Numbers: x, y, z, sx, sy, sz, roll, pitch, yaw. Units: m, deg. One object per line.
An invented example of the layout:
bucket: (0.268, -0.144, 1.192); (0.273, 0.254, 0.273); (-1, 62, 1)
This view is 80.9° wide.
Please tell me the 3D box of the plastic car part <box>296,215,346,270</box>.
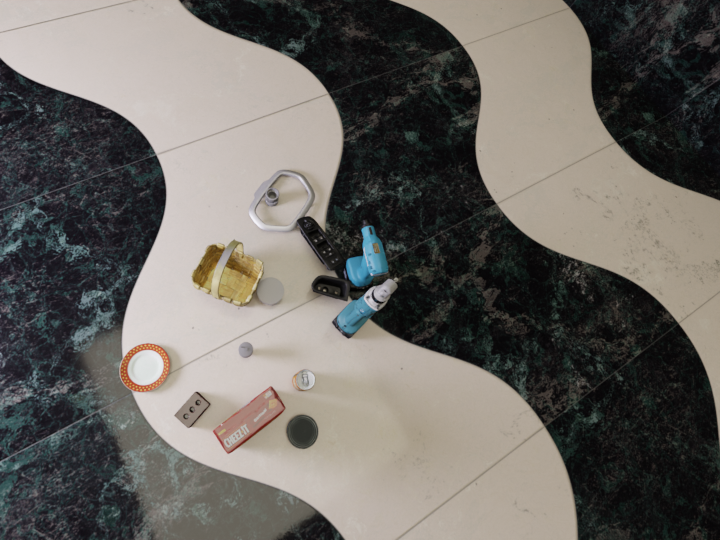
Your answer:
plastic car part: (-0.131, -0.086, 1.339); (0.065, 0.067, 0.207); (-31, 78, -20)

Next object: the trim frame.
trim frame: (-0.258, -0.230, 1.395); (0.185, 0.027, 0.249); (29, 68, 2)

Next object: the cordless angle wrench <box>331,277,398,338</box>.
cordless angle wrench: (0.014, 0.095, 1.103); (0.075, 0.422, 0.097); (45, 68, 2)

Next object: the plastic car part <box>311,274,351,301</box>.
plastic car part: (-0.096, 0.056, 1.289); (0.115, 0.070, 0.067); (14, 69, -6)

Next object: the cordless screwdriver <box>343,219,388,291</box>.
cordless screwdriver: (0.009, -0.035, 1.246); (0.073, 0.248, 0.163); (-8, 74, -17)
